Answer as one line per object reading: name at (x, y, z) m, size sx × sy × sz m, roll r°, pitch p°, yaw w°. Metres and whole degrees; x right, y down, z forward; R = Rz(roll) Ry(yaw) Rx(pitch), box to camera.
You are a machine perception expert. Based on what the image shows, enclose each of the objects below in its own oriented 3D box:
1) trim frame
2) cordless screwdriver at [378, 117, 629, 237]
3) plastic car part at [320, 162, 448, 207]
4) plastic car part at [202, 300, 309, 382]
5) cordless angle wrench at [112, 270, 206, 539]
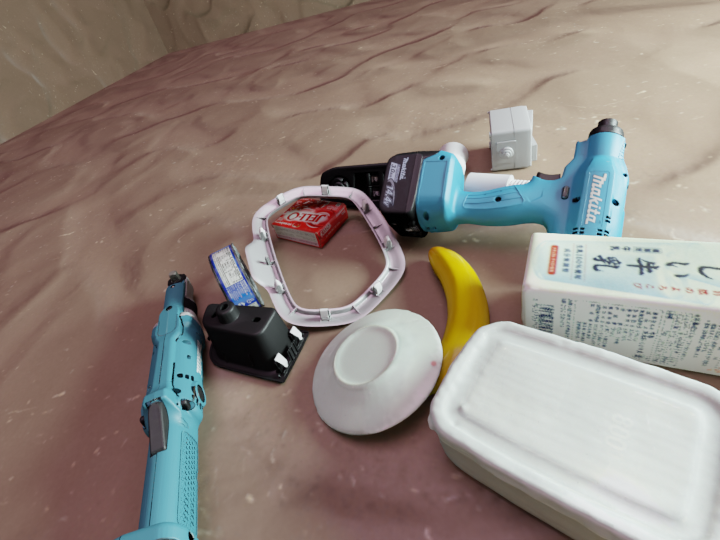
trim frame at (-0.053, -0.034, 0.537) m, size 0.183 × 0.026 × 0.261 m, roll -20°, pitch 50°, yaw -5°
cordless screwdriver at (0.155, -0.101, 0.486) m, size 0.261 × 0.070 × 0.160 m, roll 10°, pitch 74°, yaw 30°
plastic car part at (0.035, -0.131, 0.623) m, size 0.210 × 0.064 × 0.067 m, roll 1°, pitch 29°, yaw 23°
plastic car part at (-0.125, 0.064, 0.450) m, size 0.121 × 0.068 × 0.066 m, roll 5°, pitch 42°, yaw 24°
cordless angle wrench at (-0.174, 0.125, 0.393) m, size 0.074 × 0.094 × 0.443 m, roll -23°, pitch 34°, yaw -7°
